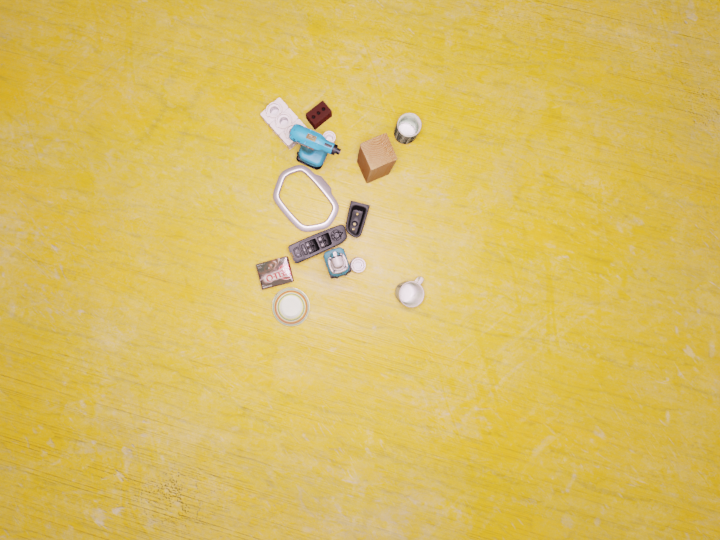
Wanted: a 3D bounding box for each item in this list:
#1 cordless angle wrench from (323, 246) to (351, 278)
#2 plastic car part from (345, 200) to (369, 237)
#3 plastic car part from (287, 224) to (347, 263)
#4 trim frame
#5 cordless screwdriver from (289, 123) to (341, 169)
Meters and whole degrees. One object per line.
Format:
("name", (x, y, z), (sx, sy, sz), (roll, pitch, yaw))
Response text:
("cordless angle wrench", (-0.068, -0.022, 1.250), (0.074, 0.423, 0.098), (-19, 92, -3))
("plastic car part", (-0.016, -0.169, 1.431), (0.066, 0.071, 0.116), (15, 88, -1))
("plastic car part", (-0.140, -0.092, 1.434), (0.203, 0.067, 0.066), (-24, 89, 0))
("trim frame", (-0.188, -0.248, 1.463), (0.184, 0.027, 0.250), (-41, 86, 0))
("cordless screwdriver", (-0.139, -0.385, 1.358), (0.160, 0.248, 0.074), (24, 89, -2))
